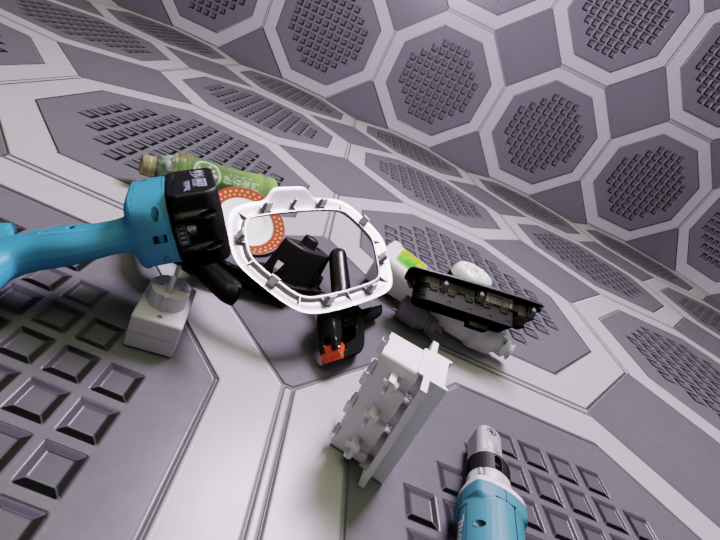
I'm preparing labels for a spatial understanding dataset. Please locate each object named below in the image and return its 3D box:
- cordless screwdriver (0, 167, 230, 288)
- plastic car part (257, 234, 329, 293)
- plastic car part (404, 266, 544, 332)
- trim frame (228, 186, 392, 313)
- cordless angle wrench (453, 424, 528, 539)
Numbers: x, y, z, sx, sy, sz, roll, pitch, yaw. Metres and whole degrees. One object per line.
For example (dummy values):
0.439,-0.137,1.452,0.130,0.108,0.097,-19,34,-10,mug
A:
-0.259,-0.039,0.406,0.243,0.072,0.168,-17,32,-19,cordless screwdriver
-0.081,-0.014,0.577,0.069,0.071,0.112,36,5,21,plastic car part
0.155,0.049,0.621,0.202,0.067,0.066,21,-18,-3,plastic car part
-0.053,-0.034,0.539,0.238,0.027,0.191,-12,59,-42,trim frame
0.085,0.238,0.272,0.076,0.097,0.418,27,22,6,cordless angle wrench
